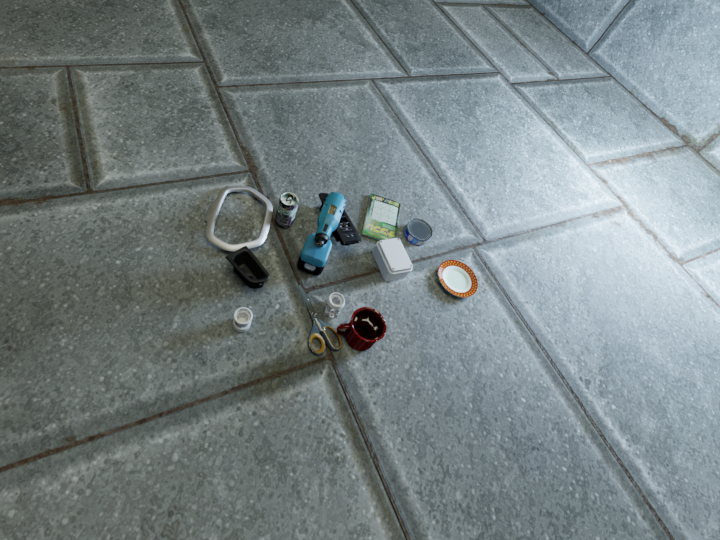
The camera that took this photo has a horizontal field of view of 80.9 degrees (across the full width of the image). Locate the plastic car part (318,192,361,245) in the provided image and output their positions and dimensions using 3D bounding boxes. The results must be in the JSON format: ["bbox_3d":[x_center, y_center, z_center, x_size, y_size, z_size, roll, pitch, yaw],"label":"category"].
[{"bbox_3d":[-0.070,-0.149,1.263,0.064,0.066,0.211,-12,61,-25],"label":"plastic car part"}]

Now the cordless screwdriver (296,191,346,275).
[{"bbox_3d":[-0.106,-0.069,1.085,0.074,0.247,0.161,22,54,-6],"label":"cordless screwdriver"}]

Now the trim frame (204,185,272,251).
[{"bbox_3d":[-0.349,-0.152,1.212,0.181,0.027,0.255,11,54,-8],"label":"trim frame"}]

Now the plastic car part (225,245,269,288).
[{"bbox_3d":[-0.290,0.005,1.092,0.064,0.070,0.120,-33,71,-33],"label":"plastic car part"}]
